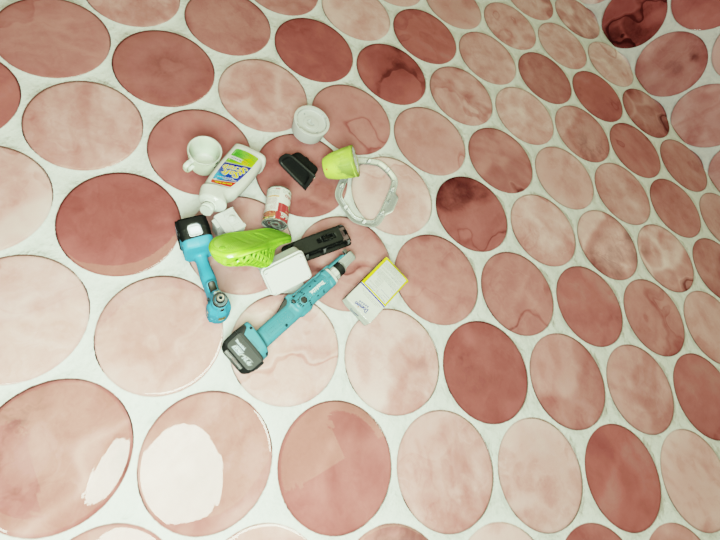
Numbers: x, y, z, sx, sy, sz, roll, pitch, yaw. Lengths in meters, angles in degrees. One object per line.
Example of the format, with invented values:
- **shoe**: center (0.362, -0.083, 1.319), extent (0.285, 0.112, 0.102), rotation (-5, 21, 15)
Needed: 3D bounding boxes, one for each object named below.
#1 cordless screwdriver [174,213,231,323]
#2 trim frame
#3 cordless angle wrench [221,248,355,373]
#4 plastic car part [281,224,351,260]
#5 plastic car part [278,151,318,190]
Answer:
- **cordless screwdriver**: center (-0.350, -0.009, 0.955), extent (0.072, 0.160, 0.255), rotation (-17, 75, -25)
- **trim frame**: center (0.025, -0.240, 1.264), extent (0.181, 0.028, 0.250), rotation (29, 60, -8)
- **cordless angle wrench**: center (-0.150, 0.079, 1.044), extent (0.098, 0.075, 0.417), rotation (47, 59, 1)
- **plastic car part**: center (-0.110, -0.072, 1.127), extent (0.198, 0.068, 0.067), rotation (-23, 87, -24)
- **plastic car part**: center (-0.168, -0.298, 1.204), extent (0.118, 0.066, 0.070), rotation (46, 45, 5)
